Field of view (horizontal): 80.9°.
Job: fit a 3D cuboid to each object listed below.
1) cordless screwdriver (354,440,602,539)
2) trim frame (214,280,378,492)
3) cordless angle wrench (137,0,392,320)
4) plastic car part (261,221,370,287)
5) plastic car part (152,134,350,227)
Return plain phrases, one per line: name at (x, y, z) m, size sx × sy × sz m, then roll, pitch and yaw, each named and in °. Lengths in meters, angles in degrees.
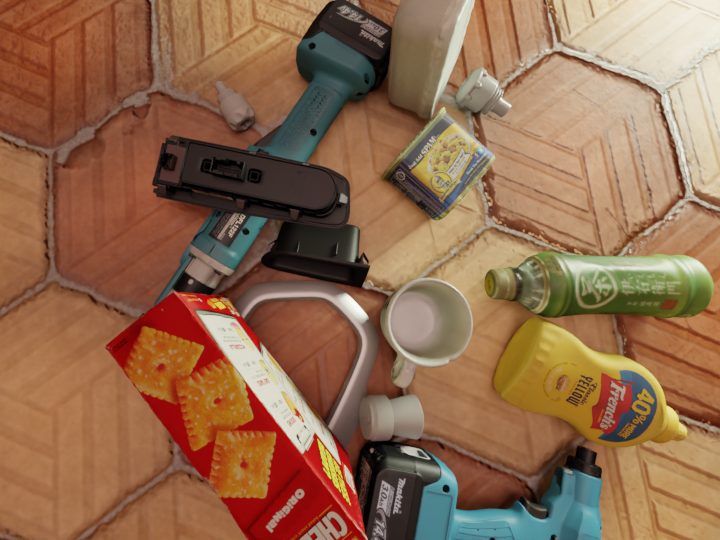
cordless screwdriver at (0.122, 0.231, 0.425) m, size 0.247 × 0.074 × 0.160 m, roll 18°, pitch 81°, yaw -4°
trim frame at (-0.084, 0.126, 0.456) m, size 0.185 × 0.027 × 0.249 m, roll 27°, pitch 79°, yaw 3°
cordless angle wrench at (-0.107, -0.102, 0.472) m, size 0.098 × 0.074 × 0.423 m, roll 32°, pitch 83°, yaw 1°
plastic car part at (-0.046, -0.030, 0.470) m, size 0.117 × 0.065 × 0.072 m, roll 14°, pitch 66°, yaw 2°
plastic car part at (-0.105, -0.091, 0.413) m, size 0.202 × 0.067 × 0.067 m, roll 12°, pitch 79°, yaw -2°
